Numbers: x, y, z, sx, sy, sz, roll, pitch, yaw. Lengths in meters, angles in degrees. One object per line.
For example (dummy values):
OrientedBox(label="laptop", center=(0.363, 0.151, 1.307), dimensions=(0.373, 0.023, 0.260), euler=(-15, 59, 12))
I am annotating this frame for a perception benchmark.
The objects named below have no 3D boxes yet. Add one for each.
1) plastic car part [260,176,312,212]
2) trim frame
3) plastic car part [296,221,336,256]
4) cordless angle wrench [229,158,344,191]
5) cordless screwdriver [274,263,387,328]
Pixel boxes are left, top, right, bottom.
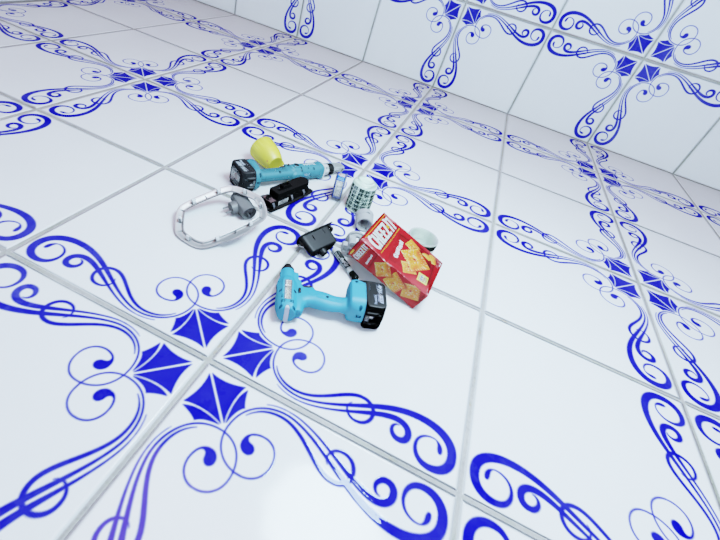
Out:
OrientedBox(label="plastic car part", center=(-0.223, -0.242, 1.288), dimensions=(0.069, 0.066, 0.197), euler=(29, 36, 24))
OrientedBox(label="trim frame", center=(-0.362, -0.145, 1.100), dimensions=(0.243, 0.027, 0.192), euler=(-29, 63, -29))
OrientedBox(label="plastic car part", center=(-0.110, -0.072, 1.126), dimensions=(0.113, 0.066, 0.073), euler=(-31, 74, -40))
OrientedBox(label="cordless angle wrench", center=(-0.217, -0.323, 1.382), dimensions=(0.407, 0.073, 0.103), euler=(-16, 49, -38))
OrientedBox(label="cordless screwdriver", center=(-0.071, 0.052, 0.974), dimensions=(0.245, 0.073, 0.165), euler=(5, 39, -9))
